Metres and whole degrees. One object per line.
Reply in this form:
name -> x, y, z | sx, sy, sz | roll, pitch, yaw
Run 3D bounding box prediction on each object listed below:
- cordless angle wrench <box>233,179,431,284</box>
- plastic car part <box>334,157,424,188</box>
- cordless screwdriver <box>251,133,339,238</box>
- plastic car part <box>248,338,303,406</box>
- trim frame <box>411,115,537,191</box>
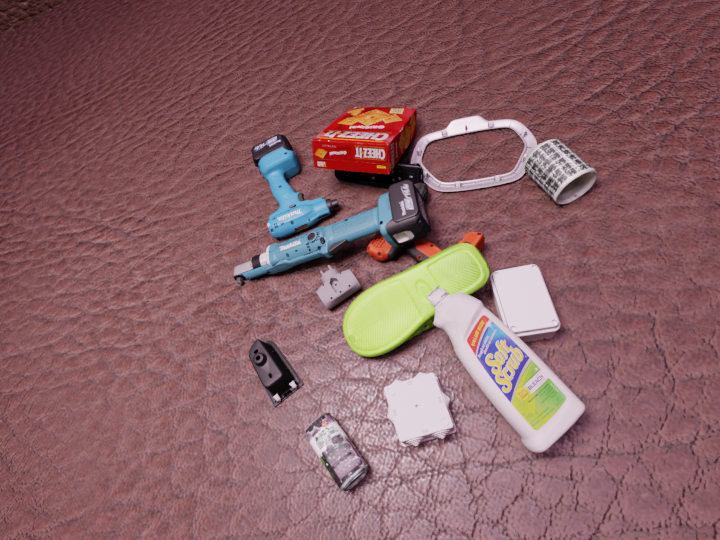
cordless angle wrench -> -0.081, -0.053, 0.828 | 0.434, 0.070, 0.101 | -18, 56, 23
plastic car part -> 0.039, -0.220, 0.912 | 0.211, 0.063, 0.067 | 9, 56, 23
cordless screwdriver -> -0.153, -0.201, 0.963 | 0.160, 0.071, 0.258 | -23, 62, 5
plastic car part -> -0.167, 0.173, 0.764 | 0.066, 0.068, 0.122 | -38, 61, -6
trim frame -> 0.231, -0.246, 0.880 | 0.255, 0.026, 0.189 | -7, 60, 17
